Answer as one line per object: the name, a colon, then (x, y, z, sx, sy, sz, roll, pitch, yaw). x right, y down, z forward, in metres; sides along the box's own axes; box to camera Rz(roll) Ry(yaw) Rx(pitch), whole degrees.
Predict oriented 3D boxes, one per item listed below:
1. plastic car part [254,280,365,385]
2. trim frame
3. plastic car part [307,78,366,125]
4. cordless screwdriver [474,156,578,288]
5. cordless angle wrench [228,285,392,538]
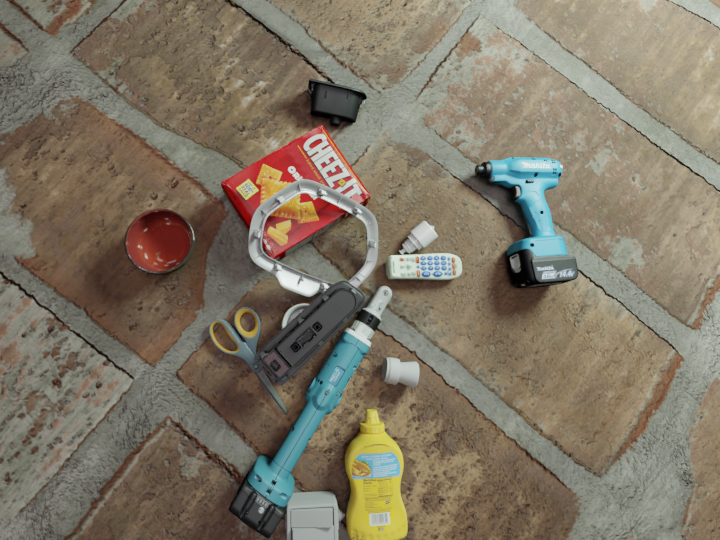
plastic car part: (-0.076, 0.092, 0.676, 0.201, 0.066, 0.067, -43, 83, -14)
trim frame: (-0.070, -0.046, 0.717, 0.236, 0.029, 0.184, 25, 97, -30)
plastic car part: (-0.050, -0.315, 0.809, 0.115, 0.067, 0.071, 13, 95, -7)
cordless screwdriver: (0.302, -0.094, 0.787, 0.158, 0.074, 0.252, 0, 76, -5)
cordless angle wrench: (-0.060, 0.204, 0.698, 0.075, 0.097, 0.423, 32, 76, 1)
